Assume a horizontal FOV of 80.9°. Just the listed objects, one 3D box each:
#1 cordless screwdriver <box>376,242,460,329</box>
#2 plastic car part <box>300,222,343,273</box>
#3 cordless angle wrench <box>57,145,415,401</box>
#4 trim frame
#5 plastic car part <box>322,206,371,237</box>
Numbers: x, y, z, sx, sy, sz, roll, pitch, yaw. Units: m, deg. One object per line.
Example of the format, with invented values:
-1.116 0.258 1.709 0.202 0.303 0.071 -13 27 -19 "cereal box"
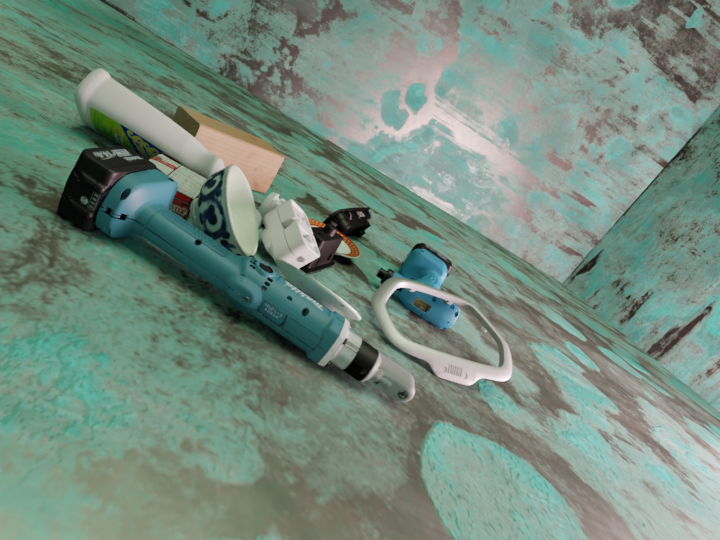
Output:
0.113 0.011 0.853 0.159 0.074 0.249 32 22 -2 "cordless screwdriver"
-0.068 -0.044 0.694 0.068 0.071 0.113 40 22 15 "plastic car part"
-0.117 0.016 0.459 0.422 0.074 0.098 35 18 -1 "cordless angle wrench"
0.128 0.090 0.661 0.242 0.027 0.190 19 35 -15 "trim frame"
-0.024 -0.105 0.958 0.068 0.067 0.196 64 23 7 "plastic car part"
